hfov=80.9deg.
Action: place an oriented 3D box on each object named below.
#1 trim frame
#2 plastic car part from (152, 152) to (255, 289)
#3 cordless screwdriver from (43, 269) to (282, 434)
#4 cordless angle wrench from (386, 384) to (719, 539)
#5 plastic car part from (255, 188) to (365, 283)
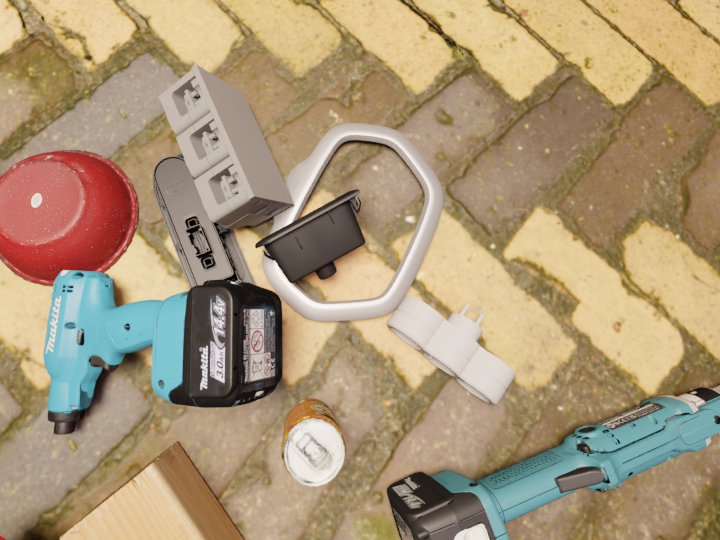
[{"bbox_3d":[-0.009,-0.059,0.488,0.184,0.027,0.249,25,79,1],"label":"trim frame"},{"bbox_3d":[-0.178,-0.041,0.459,0.066,0.066,0.207,-25,78,-3],"label":"plastic car part"},{"bbox_3d":[-0.194,0.081,0.382,0.258,0.071,0.160,0,82,25],"label":"cordless screwdriver"},{"bbox_3d":[0.238,0.188,0.424,0.417,0.098,0.075,-17,83,-11],"label":"cordless angle wrench"},{"bbox_3d":[-0.043,-0.028,0.444,0.116,0.067,0.070,-33,99,-7],"label":"plastic car part"}]
